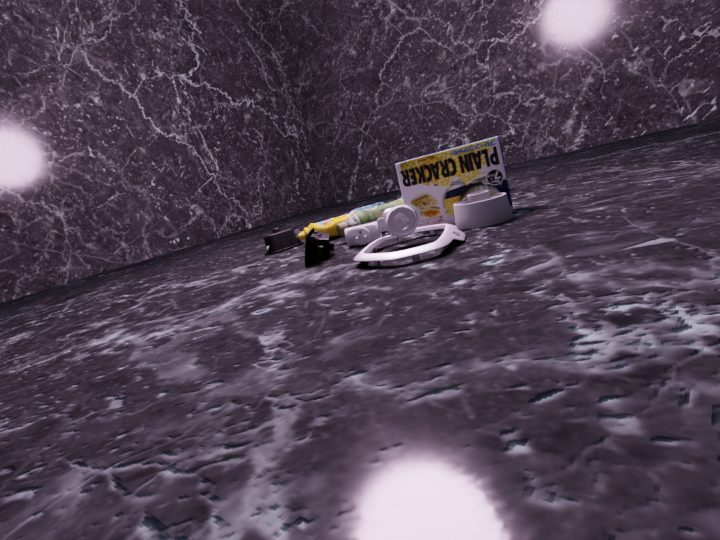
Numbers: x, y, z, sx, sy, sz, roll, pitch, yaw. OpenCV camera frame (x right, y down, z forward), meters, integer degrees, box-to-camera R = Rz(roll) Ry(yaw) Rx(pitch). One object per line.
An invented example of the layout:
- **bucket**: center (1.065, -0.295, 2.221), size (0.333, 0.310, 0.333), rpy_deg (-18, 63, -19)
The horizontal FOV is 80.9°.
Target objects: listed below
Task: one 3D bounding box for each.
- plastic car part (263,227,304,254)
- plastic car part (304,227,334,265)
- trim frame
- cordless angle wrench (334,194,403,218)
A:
- **plastic car part**: center (-0.236, -0.093, 1.254), size (0.112, 0.070, 0.069), rpy_deg (-18, 8, -37)
- **plastic car part**: center (-0.092, -0.060, 0.941), size (0.067, 0.065, 0.206), rpy_deg (-5, 10, -5)
- **trim frame**: center (0.089, -0.048, 0.750), size (0.189, 0.027, 0.244), rpy_deg (-11, 10, 20)
- **cordless angle wrench**: center (0.060, -0.194, 1.376), size (0.095, 0.073, 0.442), rpy_deg (-22, 11, -40)
